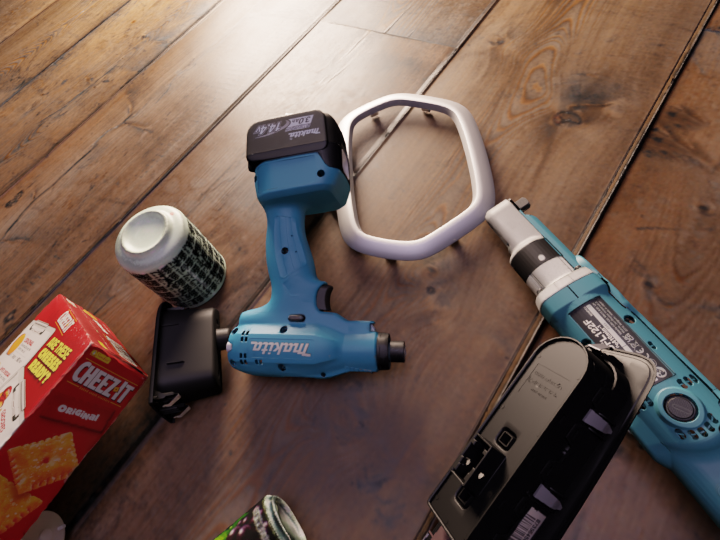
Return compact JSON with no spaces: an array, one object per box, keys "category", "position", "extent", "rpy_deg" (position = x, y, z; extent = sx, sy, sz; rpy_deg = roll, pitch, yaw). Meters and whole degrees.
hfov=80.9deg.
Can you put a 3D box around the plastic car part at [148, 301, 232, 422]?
[{"category":"plastic car part","position":[-0.162,0.079,0.417],"extent":[0.070,0.064,0.121],"rpy_deg":[-5,55,-7]}]

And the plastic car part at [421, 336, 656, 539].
[{"category":"plastic car part","position":[0.103,0.122,0.277],"extent":[0.066,0.068,0.203],"rpy_deg":[41,87,-12]}]

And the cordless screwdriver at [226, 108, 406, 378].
[{"category":"cordless screwdriver","position":[-0.040,-0.026,0.406],"extent":[0.163,0.072,0.252],"rpy_deg":[-3,76,14]}]

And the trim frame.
[{"category":"trim frame","position":[0.048,-0.118,0.487],"extent":[0.187,0.026,0.256],"rpy_deg":[-9,60,10]}]

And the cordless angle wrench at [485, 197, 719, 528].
[{"category":"cordless angle wrench","position":[0.217,0.097,0.286],"extent":[0.099,0.070,0.444],"rpy_deg":[-36,53,10]}]
